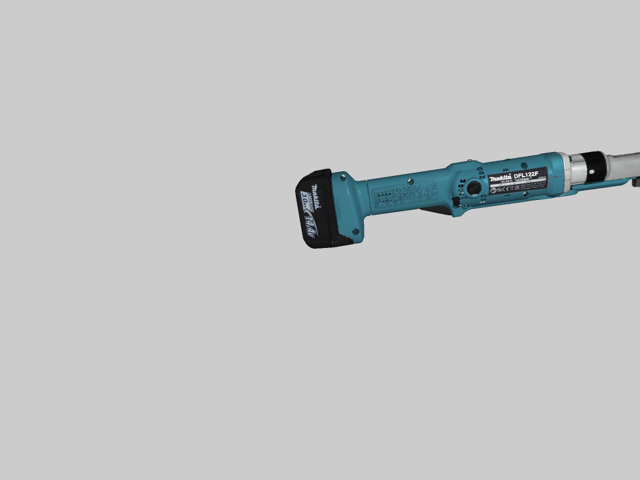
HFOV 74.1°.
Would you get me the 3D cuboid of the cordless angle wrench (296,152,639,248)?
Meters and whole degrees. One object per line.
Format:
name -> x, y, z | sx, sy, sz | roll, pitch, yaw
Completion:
cordless angle wrench -> 0.184, -0.066, 0.530 | 0.423, 0.098, 0.074 | -8, 13, 8
